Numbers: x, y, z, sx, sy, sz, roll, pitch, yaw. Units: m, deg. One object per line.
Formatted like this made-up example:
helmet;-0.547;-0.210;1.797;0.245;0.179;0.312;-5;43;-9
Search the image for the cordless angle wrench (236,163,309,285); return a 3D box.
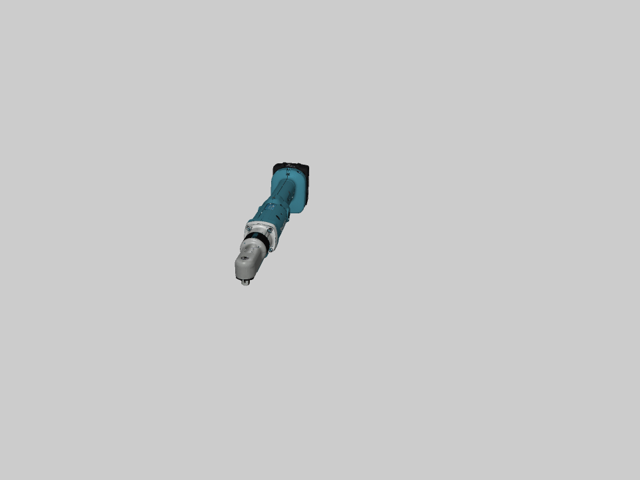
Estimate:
cordless angle wrench;-0.082;-0.045;0.750;0.074;0.098;0.421;4;24;4
